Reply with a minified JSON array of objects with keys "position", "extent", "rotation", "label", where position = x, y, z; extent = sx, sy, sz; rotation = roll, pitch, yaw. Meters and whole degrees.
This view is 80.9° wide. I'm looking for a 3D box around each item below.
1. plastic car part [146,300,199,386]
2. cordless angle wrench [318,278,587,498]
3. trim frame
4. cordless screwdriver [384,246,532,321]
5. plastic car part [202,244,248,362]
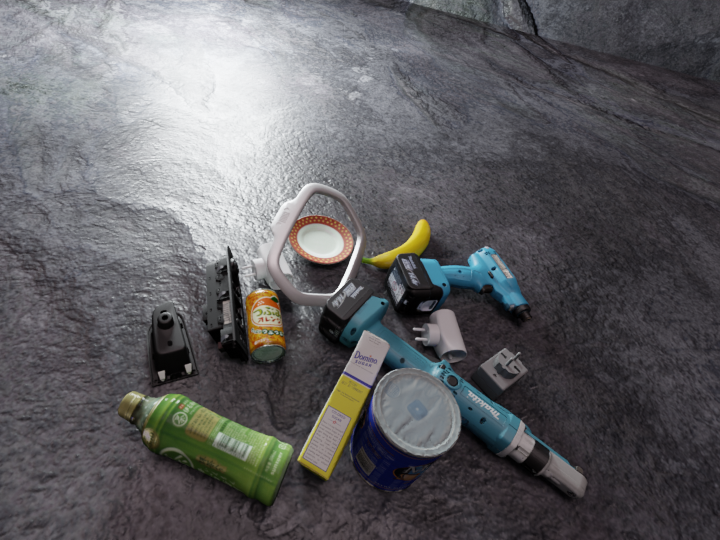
[{"position":[-0.280,0.095,0.614],"extent":[0.064,0.070,0.122],"rotation":[-11,54,-25],"label":"plastic car part"},{"position":[0.125,0.173,0.626],"extent":[0.438,0.073,0.096],"rotation":[36,50,18],"label":"cordless angle wrench"},{"position":[-0.074,-0.049,0.758],"extent":[0.177,0.028,0.250],"rotation":[35,58,-21],"label":"trim frame"},{"position":[0.179,0.035,0.763],"extent":[0.241,0.073,0.167],"rotation":[-5,49,-22],"label":"cordless screwdriver"},{"position":[-0.219,0.050,0.681],"extent":[0.067,0.063,0.211],"rotation":[-18,50,5],"label":"plastic car part"}]
